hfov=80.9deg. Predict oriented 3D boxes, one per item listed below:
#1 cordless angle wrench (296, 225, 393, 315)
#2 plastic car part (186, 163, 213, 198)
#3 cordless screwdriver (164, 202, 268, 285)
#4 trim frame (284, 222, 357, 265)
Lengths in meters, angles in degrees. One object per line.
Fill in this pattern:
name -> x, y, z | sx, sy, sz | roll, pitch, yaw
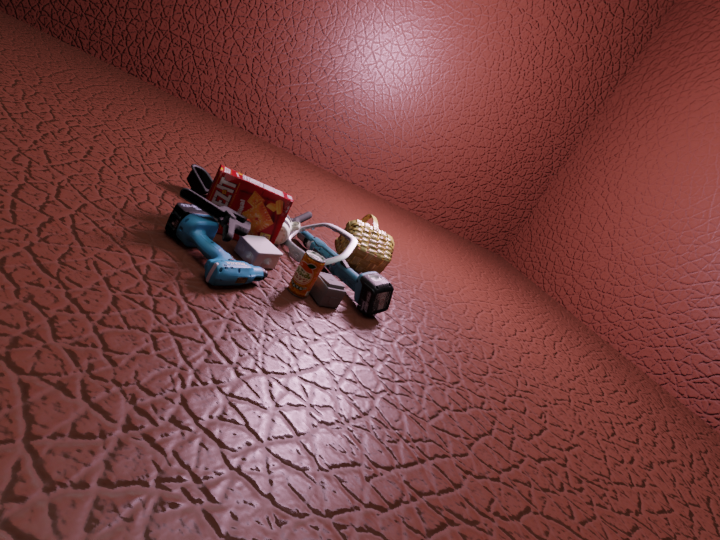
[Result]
cordless angle wrench -> -0.075, -0.021, 1.237 | 0.071, 0.096, 0.448 | -8, 32, -36
plastic car part -> -0.494, -0.261, 1.299 | 0.120, 0.071, 0.063 | 52, 23, 18
cordless screwdriver -> -0.328, -0.055, 0.968 | 0.261, 0.074, 0.151 | 42, 20, 29
trim frame -> -0.121, -0.079, 1.240 | 0.180, 0.026, 0.263 | -29, 40, -25
